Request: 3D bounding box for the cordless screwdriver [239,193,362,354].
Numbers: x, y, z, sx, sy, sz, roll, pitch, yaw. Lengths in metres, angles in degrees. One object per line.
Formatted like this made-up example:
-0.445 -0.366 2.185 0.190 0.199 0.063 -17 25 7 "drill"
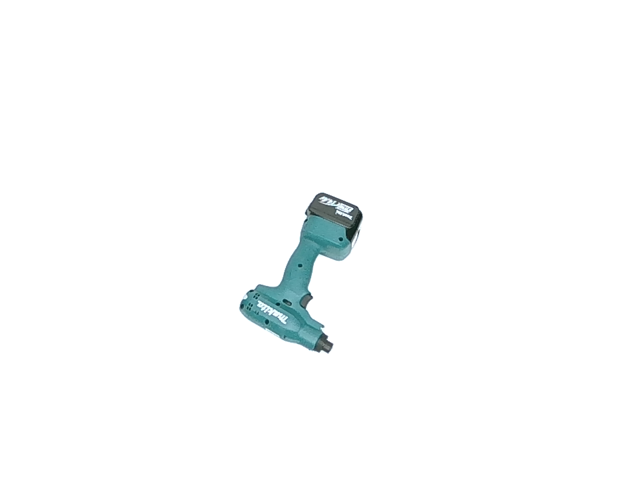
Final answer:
-0.003 0.054 0.703 0.159 0.248 0.074 28 -20 12 "cordless screwdriver"
